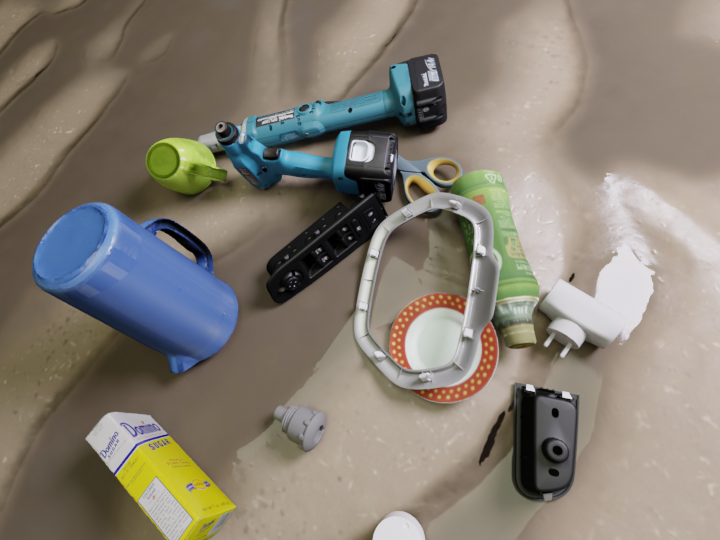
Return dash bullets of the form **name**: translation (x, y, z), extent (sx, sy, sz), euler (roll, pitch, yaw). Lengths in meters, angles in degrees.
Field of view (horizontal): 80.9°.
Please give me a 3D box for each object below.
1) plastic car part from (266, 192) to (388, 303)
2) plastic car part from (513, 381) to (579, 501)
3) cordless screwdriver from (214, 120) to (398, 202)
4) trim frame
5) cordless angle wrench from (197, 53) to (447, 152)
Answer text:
- **plastic car part**: translation (-0.059, -0.038, 0.600), extent (0.202, 0.063, 0.071), euler (-43, 56, -6)
- **plastic car part**: translation (0.195, 0.176, 0.434), extent (0.068, 0.068, 0.118), euler (6, 66, 16)
- **cordless screwdriver**: translation (-0.075, -0.162, 0.602), extent (0.256, 0.153, 0.075), euler (7, 78, 16)
- **trim frame**: translation (0.076, 0.017, 0.521), extent (0.193, 0.026, 0.250), euler (5, 74, 37)
- **cordless angle wrench**: translation (-0.082, -0.247, 0.693), extent (0.432, 0.071, 0.101), euler (-8, 57, 15)
